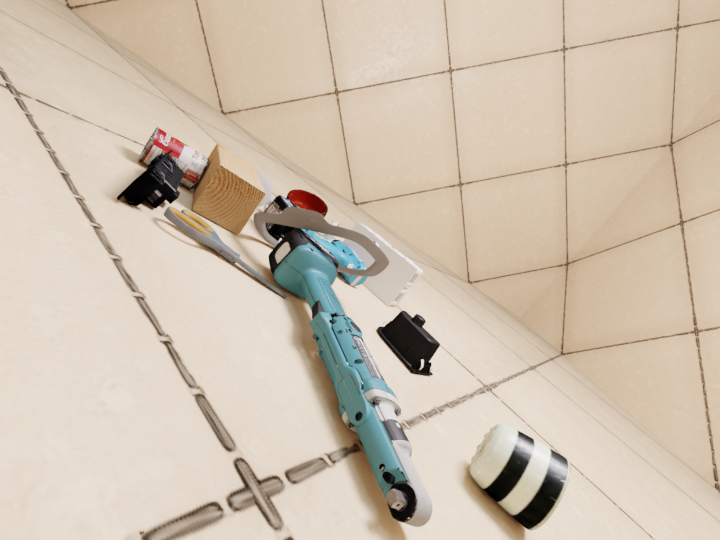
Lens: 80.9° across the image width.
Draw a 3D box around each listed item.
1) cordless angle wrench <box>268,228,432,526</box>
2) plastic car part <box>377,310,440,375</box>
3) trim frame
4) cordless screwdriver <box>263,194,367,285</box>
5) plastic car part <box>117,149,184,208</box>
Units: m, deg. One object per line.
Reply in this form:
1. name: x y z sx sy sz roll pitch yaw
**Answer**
1. cordless angle wrench: -0.026 0.083 0.501 0.093 0.074 0.444 37 12 -34
2. plastic car part: 0.086 0.111 0.713 0.062 0.071 0.123 25 18 -48
3. trim frame: -0.070 -0.046 0.712 0.259 0.028 0.175 15 -22 25
4. cordless screwdriver: -0.099 -0.068 0.901 0.236 0.074 0.167 32 13 -34
5. plastic car part: -0.299 -0.138 0.634 0.064 0.066 0.212 41 7 -31
